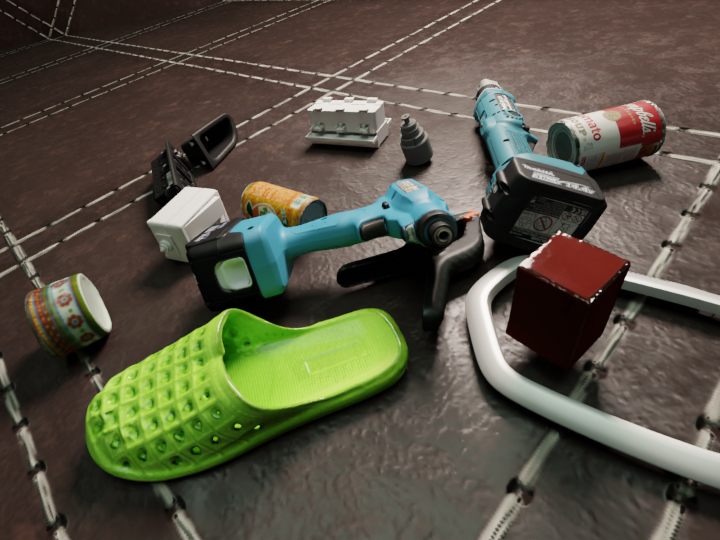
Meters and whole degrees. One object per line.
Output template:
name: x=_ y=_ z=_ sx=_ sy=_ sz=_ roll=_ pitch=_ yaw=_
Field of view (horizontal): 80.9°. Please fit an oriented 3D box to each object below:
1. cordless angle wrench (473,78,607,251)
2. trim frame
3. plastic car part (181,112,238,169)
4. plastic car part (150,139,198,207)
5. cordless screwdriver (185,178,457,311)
cordless angle wrench: x=0.193 y=-0.181 z=0.558 sx=0.098 sy=0.073 sz=0.431 roll=14 pitch=39 yaw=-4
trim frame: x=0.208 y=0.057 z=0.330 sx=0.261 sy=0.026 sz=0.183 roll=16 pitch=50 yaw=31
plastic car part: x=-0.274 y=-0.229 z=0.754 sx=0.073 sy=0.063 sz=0.118 roll=-10 pitch=36 yaw=24
plastic car part: x=-0.291 y=-0.139 z=0.659 sx=0.067 sy=0.062 sz=0.213 roll=-39 pitch=43 yaw=8
cordless screwdriver: x=-0.040 y=-0.026 z=0.406 sx=0.250 sy=0.072 sz=0.162 roll=-16 pitch=19 yaw=3
